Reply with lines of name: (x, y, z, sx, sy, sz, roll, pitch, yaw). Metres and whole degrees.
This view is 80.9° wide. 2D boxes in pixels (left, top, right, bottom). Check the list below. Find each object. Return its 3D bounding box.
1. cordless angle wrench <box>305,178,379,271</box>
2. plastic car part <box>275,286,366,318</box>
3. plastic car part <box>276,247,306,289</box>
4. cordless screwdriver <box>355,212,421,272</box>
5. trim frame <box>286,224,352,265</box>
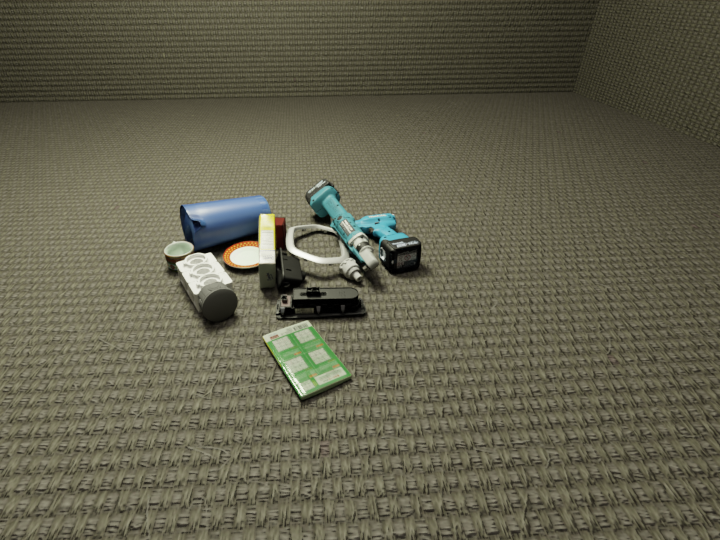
cordless angle wrench: (-0.047, -0.129, 1.179, 0.098, 0.070, 0.445, -39, 40, 4)
plastic car part: (-0.088, 0.067, 0.954, 0.202, 0.065, 0.068, 2, 26, -2)
plastic car part: (-0.173, 0.005, 1.051, 0.069, 0.065, 0.122, 5, 33, -21)
cordless screwdriver: (0.056, -0.086, 1.167, 0.156, 0.072, 0.260, -9, 31, -14)
trim frame: (-0.114, -0.074, 1.162, 0.181, 0.027, 0.257, 4, 25, -10)
